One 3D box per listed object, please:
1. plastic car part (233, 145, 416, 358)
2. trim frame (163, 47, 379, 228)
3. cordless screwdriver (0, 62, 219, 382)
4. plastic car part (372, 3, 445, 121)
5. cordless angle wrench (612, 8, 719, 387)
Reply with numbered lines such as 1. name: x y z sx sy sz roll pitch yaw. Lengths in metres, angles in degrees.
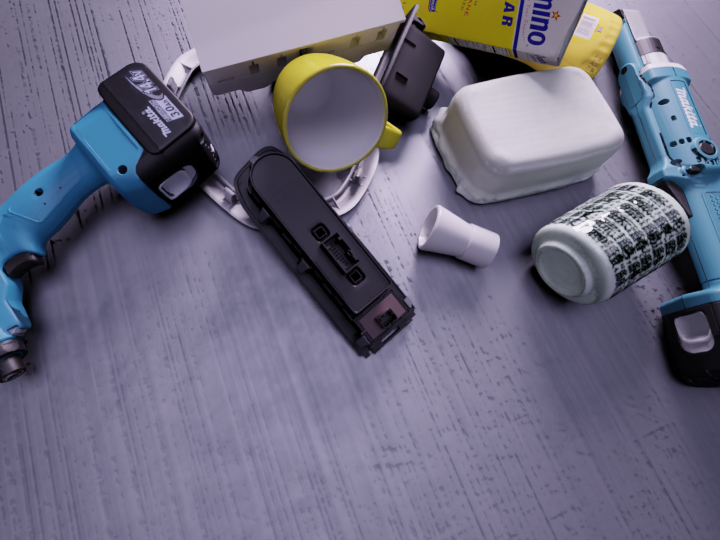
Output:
1. plastic car part: -0.035 -0.023 0.354 0.066 0.066 0.205 -39 84 -6
2. trim frame: -0.097 -0.148 0.426 0.254 0.027 0.182 43 71 12
3. cordless screwdriver: -0.229 -0.042 0.343 0.247 0.073 0.163 -37 78 -7
4. plastic car part: 0.051 -0.201 0.444 0.069 0.067 0.117 23 73 -15
5. cordless angle wrench: 0.323 -0.106 0.425 0.097 0.073 0.432 1 68 -7
